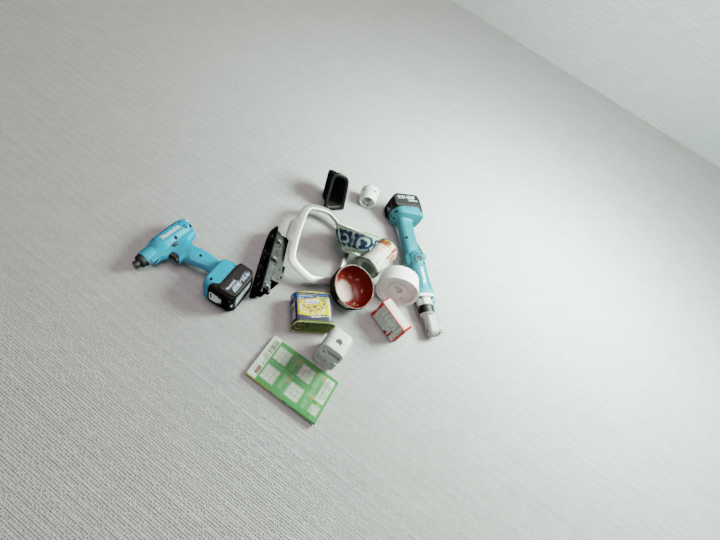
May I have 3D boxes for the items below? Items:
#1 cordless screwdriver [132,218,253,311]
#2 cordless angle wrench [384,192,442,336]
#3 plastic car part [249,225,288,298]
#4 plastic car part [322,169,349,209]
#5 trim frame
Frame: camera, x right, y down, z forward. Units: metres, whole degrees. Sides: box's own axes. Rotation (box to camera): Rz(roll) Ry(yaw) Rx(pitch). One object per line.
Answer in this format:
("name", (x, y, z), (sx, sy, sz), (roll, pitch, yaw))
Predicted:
("cordless screwdriver", (-0.375, -0.002, 0.955), (0.254, 0.073, 0.158), (35, 52, 10))
("cordless angle wrench", (0.151, -0.023, 1.166), (0.095, 0.074, 0.437), (3, 58, -20))
("plastic car part", (-0.215, -0.022, 1.033), (0.065, 0.067, 0.208), (19, 52, -23))
("plastic car part", (-0.078, -0.238, 1.210), (0.064, 0.114, 0.075), (-5, 37, -26))
("trim frame", (-0.108, -0.071, 1.104), (0.177, 0.028, 0.253), (28, 52, -21))
